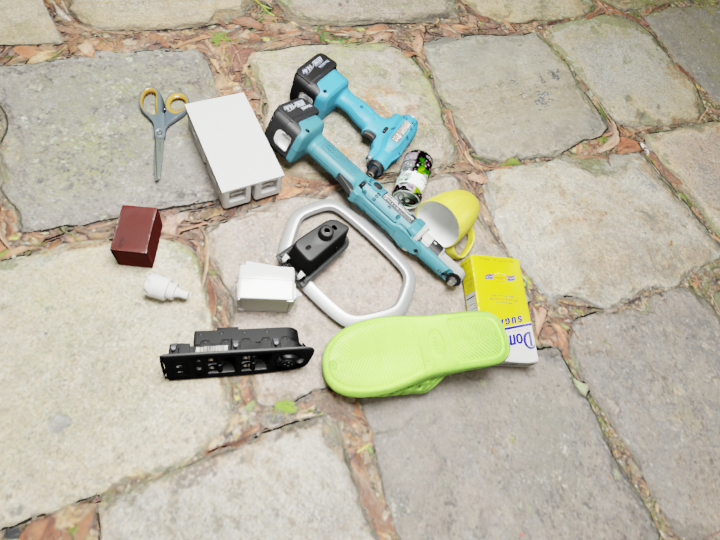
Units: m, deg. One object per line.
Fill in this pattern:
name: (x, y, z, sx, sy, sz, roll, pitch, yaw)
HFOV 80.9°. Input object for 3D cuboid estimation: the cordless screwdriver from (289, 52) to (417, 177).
cordless screwdriver: (-0.024, -0.289, 0.803, 0.250, 0.074, 0.159, 35, 63, 2)

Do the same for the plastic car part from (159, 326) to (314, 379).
plastic car part: (-0.167, 0.112, 0.591, 0.200, 0.065, 0.070, 2, 40, -9)

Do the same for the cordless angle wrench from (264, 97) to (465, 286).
cordless angle wrench: (0.014, -0.129, 0.729, 0.428, 0.074, 0.096, 43, 44, 6)

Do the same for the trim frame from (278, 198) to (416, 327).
trim frame: (-0.022, -0.015, 0.696, 0.254, 0.027, 0.182, 41, 65, 12)

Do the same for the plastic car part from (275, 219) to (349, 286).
plastic car part: (-0.064, -0.042, 0.650, 0.115, 0.070, 0.067, -40, 82, -22)
